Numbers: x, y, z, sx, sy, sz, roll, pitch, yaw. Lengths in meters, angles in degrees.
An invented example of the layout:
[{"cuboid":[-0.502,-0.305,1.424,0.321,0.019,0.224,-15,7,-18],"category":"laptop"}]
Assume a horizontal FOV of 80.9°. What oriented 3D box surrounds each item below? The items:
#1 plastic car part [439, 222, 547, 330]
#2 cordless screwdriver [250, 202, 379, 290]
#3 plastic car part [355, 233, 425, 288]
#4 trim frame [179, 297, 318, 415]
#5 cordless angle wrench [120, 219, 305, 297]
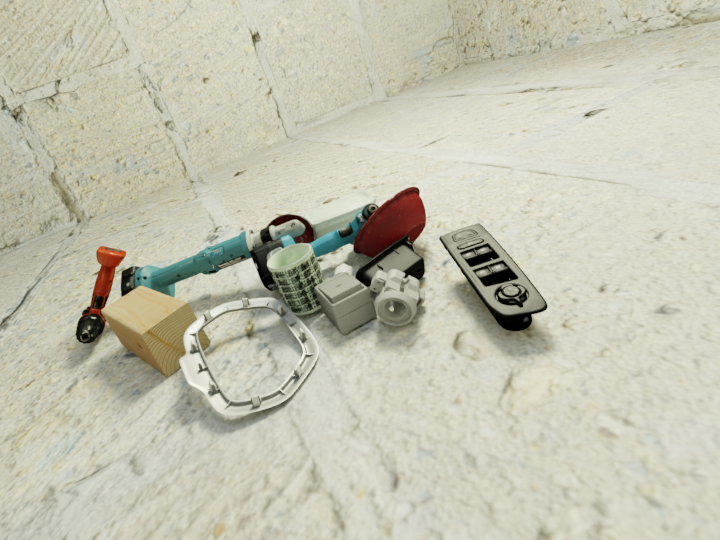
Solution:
[{"cuboid":[0.172,0.010,0.570,0.066,0.065,0.210,-13,30,-3],"category":"plastic car part"},{"cuboid":[-0.077,-0.050,0.783,0.246,0.076,0.157,-23,-10,-9],"category":"cordless screwdriver"},{"cuboid":[0.058,0.005,0.680,0.115,0.063,0.075,-36,43,-23],"category":"plastic car part"},{"cuboid":[-0.170,0.110,0.624,0.180,0.026,0.263,-26,38,-21],"category":"trim frame"},{"cuboid":[-0.307,-0.021,0.872,0.431,0.076,0.093,-19,-22,17],"category":"cordless angle wrench"}]
